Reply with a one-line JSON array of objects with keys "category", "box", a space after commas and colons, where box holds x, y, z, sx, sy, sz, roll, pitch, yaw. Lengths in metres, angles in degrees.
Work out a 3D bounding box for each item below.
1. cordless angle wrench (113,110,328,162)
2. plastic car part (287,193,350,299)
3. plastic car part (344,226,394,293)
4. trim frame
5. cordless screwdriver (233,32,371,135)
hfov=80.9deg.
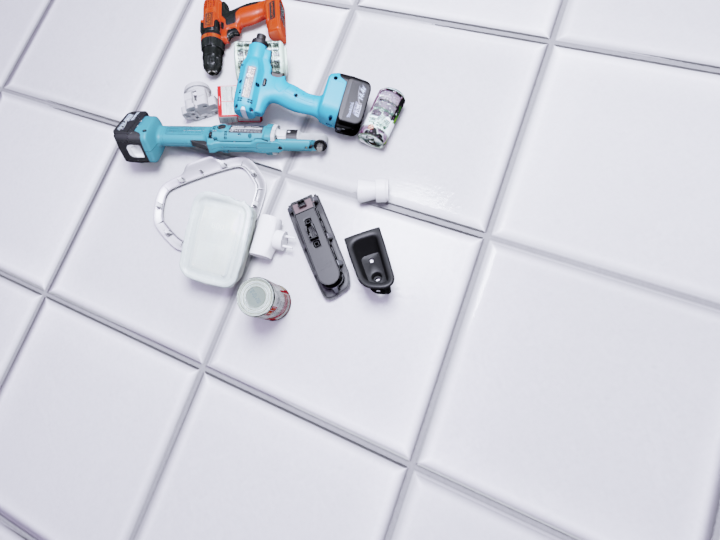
[{"category": "cordless angle wrench", "box": [-0.274, -0.264, 0.847, 0.429, 0.072, 0.100, 4, 50, 8]}, {"category": "plastic car part", "box": [-0.075, -0.049, 0.768, 0.066, 0.066, 0.207, -22, 76, -3]}, {"category": "plastic car part", "box": [0.022, -0.005, 0.729, 0.066, 0.068, 0.121, -19, 59, 5]}, {"category": "trim frame", "box": [-0.308, -0.140, 0.853, 0.251, 0.026, 0.188, -17, 73, 9]}, {"category": "cordless screwdriver", "box": [-0.106, -0.351, 0.801, 0.248, 0.074, 0.159, 11, 87, -1]}]
